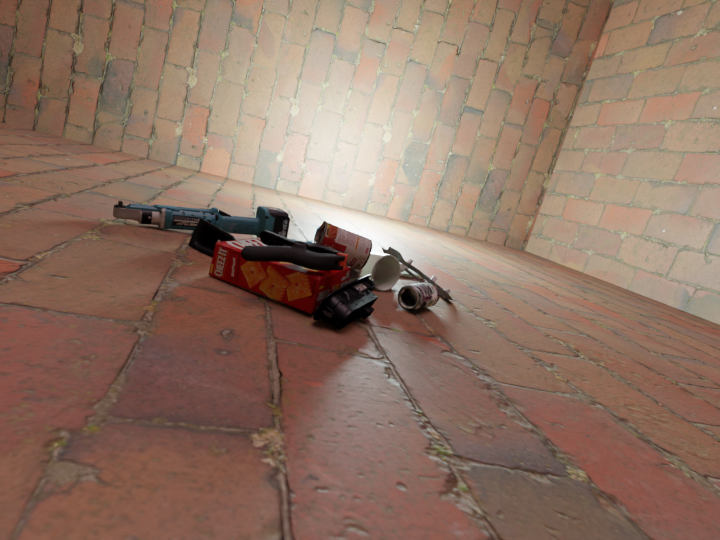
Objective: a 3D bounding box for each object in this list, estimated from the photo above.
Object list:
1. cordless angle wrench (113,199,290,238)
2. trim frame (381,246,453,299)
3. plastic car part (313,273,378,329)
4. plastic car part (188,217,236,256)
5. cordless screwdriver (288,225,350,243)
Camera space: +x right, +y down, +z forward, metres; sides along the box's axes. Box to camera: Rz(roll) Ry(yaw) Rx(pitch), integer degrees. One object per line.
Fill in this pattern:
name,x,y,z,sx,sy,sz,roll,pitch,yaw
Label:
cordless angle wrench,-0.385,-0.125,1.058,0.405,0.097,0.078,2,17,-31
trim frame,0.141,0.002,1.076,0.176,0.027,0.260,37,2,-27
plastic car part,-0.017,0.059,0.729,0.069,0.066,0.196,46,20,15
plastic car part,-0.302,-0.058,0.917,0.122,0.066,0.068,24,0,23
cordless screwdriver,-0.114,-0.075,1.166,0.161,0.073,0.249,15,16,3
